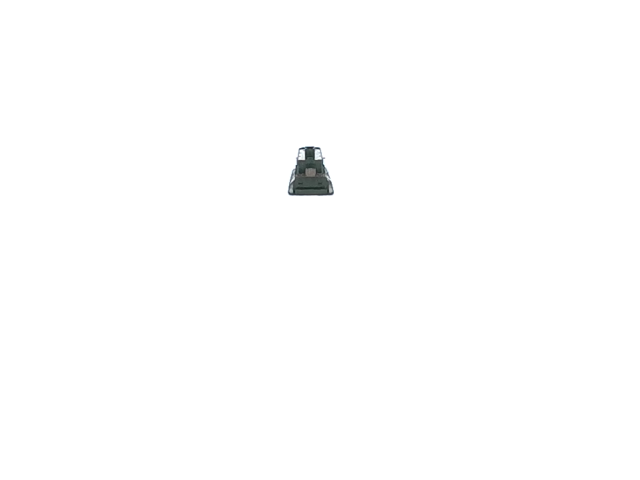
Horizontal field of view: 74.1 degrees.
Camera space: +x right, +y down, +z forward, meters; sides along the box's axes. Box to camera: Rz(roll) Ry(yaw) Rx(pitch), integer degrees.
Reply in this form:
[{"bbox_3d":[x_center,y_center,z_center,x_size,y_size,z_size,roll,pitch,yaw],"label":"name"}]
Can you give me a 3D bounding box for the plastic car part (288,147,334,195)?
[{"bbox_3d":[-0.020,-0.120,0.698,0.066,0.067,0.203,-9,16,0],"label":"plastic car part"}]
